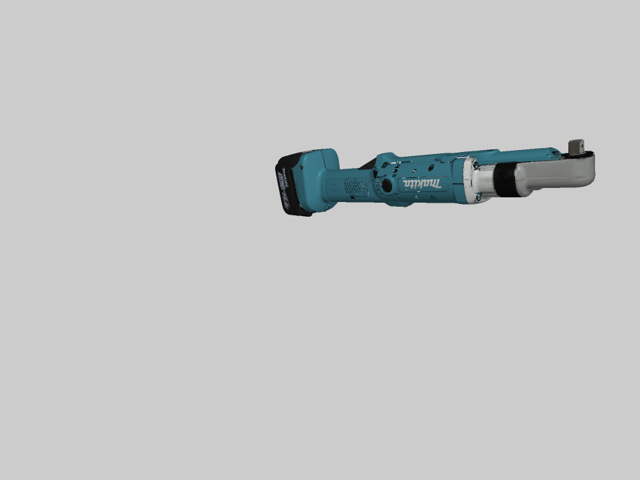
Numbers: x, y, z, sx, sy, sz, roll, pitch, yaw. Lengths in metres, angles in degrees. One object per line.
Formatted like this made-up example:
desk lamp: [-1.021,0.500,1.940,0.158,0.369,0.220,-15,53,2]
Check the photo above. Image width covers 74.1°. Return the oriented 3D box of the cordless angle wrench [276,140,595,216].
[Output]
cordless angle wrench: [0.097,-0.074,0.522,0.074,0.098,0.423,-21,18,-37]
